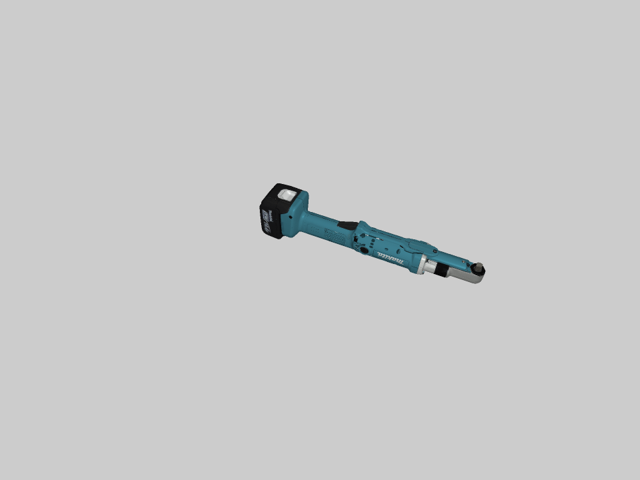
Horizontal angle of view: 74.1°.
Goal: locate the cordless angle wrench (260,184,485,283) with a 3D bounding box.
[{"bbox_3d":[0.089,0.000,0.794,0.423,0.098,0.074,19,49,15],"label":"cordless angle wrench"}]
